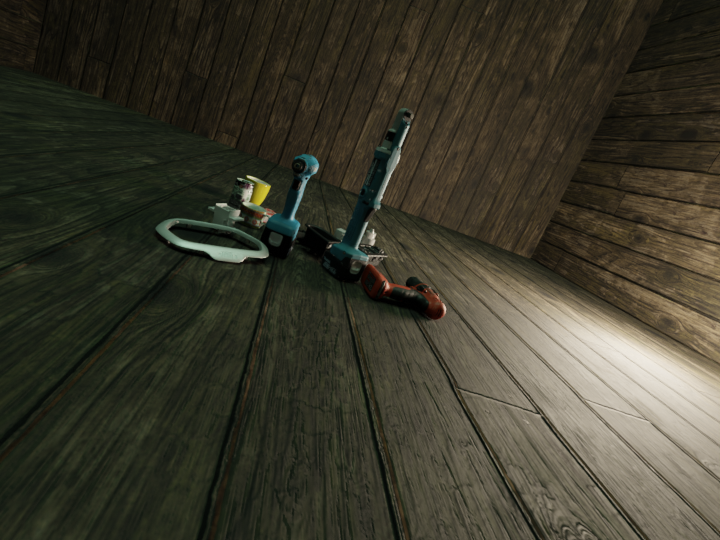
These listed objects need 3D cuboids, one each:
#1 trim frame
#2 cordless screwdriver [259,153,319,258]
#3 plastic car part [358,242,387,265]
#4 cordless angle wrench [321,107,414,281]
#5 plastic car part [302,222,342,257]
[{"bbox_3d":[-0.315,-0.066,0.914,0.236,0.027,0.195,9,19,-39],"label":"trim frame"},{"bbox_3d":[-0.167,-0.153,0.992,0.074,0.247,0.160,22,14,-2],"label":"cordless screwdriver"},{"bbox_3d":[0.022,-0.040,1.212,0.069,0.067,0.196,27,16,21],"label":"plastic car part"},{"bbox_3d":[0.026,-0.178,1.008,0.070,0.420,0.104,12,17,-38],"label":"cordless angle wrench"},{"bbox_3d":[-0.111,-0.073,1.134,0.123,0.070,0.062,33,18,38],"label":"plastic car part"}]
